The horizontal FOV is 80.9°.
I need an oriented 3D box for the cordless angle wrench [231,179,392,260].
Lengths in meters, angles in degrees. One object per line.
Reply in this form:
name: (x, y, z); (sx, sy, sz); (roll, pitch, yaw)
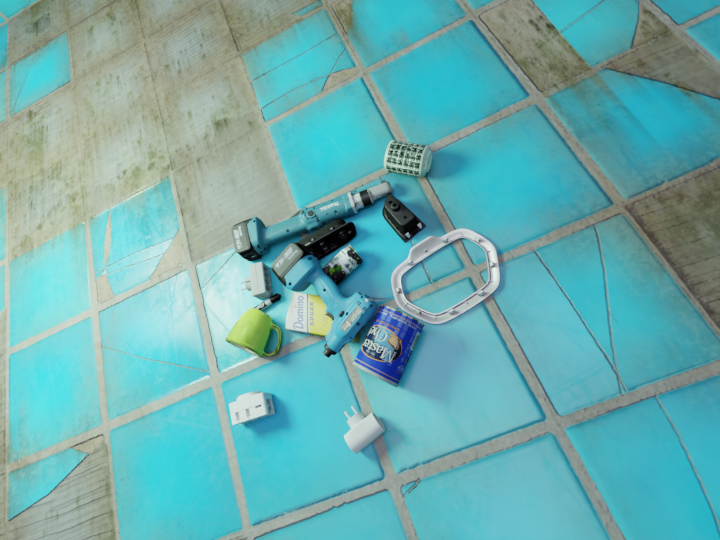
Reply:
cordless angle wrench: (-0.122, -0.137, 1.083); (0.427, 0.071, 0.101); (-19, 67, 9)

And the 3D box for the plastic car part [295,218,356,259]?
plastic car part: (-0.104, -0.068, 1.059); (0.205, 0.063, 0.070); (-27, 41, 9)

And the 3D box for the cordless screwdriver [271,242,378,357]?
cordless screwdriver: (-0.099, 0.061, 0.950); (0.259, 0.071, 0.159); (41, 98, 22)

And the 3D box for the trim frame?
trim frame: (0.188, 0.008, 0.948); (0.250, 0.026, 0.192); (-34, 63, 6)

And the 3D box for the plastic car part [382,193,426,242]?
plastic car part: (0.092, -0.136, 1.009); (0.066, 0.068, 0.121); (-39, 68, -1)
